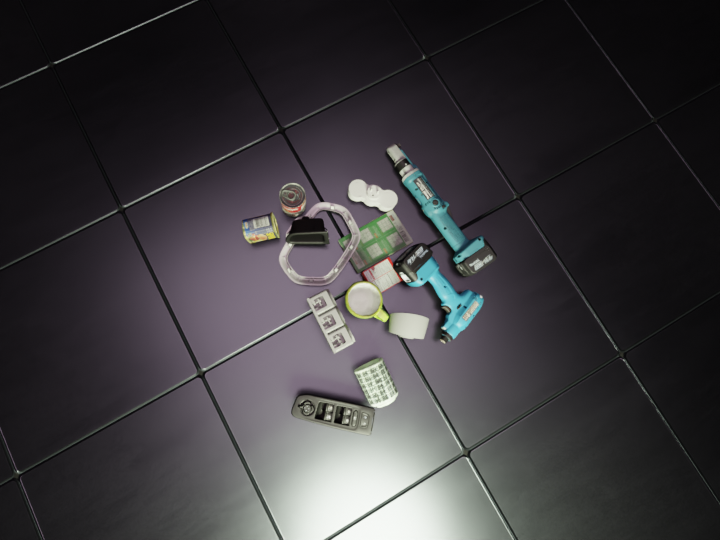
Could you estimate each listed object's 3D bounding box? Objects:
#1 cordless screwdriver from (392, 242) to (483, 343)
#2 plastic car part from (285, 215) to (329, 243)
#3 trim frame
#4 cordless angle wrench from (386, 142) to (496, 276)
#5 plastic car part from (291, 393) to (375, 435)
[{"bbox_3d":[0.189,0.057,1.101,0.247,0.075,0.158,43,74,-3],"label":"cordless screwdriver"},{"bbox_3d":[-0.140,-0.111,1.125,0.118,0.064,0.072,2,62,7],"label":"plastic car part"},{"bbox_3d":[-0.112,-0.073,1.149,0.189,0.027,0.248,32,82,12],"label":"trim frame"},{"bbox_3d":[0.202,-0.179,1.165,0.097,0.073,0.431,-33,80,-8],"label":"cordless angle wrench"},{"bbox_3d":[-0.070,0.350,1.054,0.202,0.067,0.066,12,87,-3],"label":"plastic car part"}]
